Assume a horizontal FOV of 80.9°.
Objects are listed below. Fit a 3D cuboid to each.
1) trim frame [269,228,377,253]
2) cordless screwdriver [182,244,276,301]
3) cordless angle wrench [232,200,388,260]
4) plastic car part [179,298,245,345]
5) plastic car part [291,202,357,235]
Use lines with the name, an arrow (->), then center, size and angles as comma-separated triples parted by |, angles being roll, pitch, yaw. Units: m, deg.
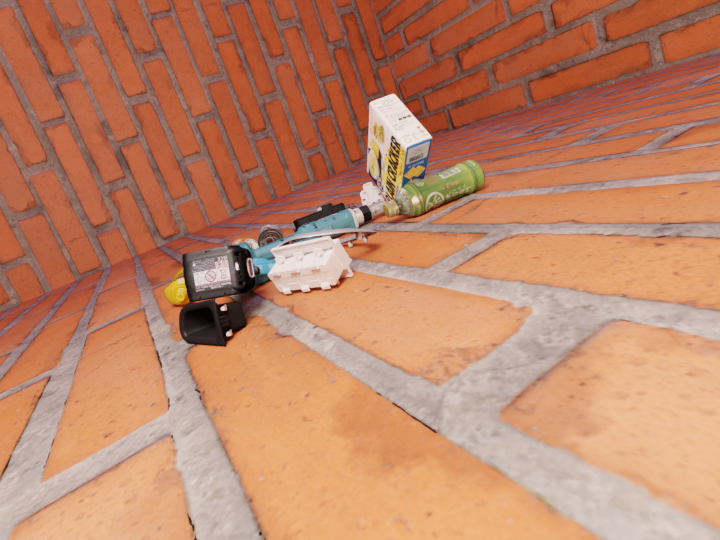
trim frame -> -0.077, -0.050, 0.787 | 0.179, 0.027, 0.256 | -6, 0, -23
cordless screwdriver -> -0.198, 0.000, 0.729 | 0.159, 0.074, 0.248 | -10, 0, -2
cordless angle wrench -> -0.116, -0.081, 0.968 | 0.415, 0.073, 0.102 | -23, 15, -16
plastic car part -> -0.216, 0.072, 0.634 | 0.121, 0.066, 0.068 | -10, 3, 44
plastic car part -> -0.100, -0.143, 1.160 | 0.202, 0.065, 0.068 | -24, 22, -2
